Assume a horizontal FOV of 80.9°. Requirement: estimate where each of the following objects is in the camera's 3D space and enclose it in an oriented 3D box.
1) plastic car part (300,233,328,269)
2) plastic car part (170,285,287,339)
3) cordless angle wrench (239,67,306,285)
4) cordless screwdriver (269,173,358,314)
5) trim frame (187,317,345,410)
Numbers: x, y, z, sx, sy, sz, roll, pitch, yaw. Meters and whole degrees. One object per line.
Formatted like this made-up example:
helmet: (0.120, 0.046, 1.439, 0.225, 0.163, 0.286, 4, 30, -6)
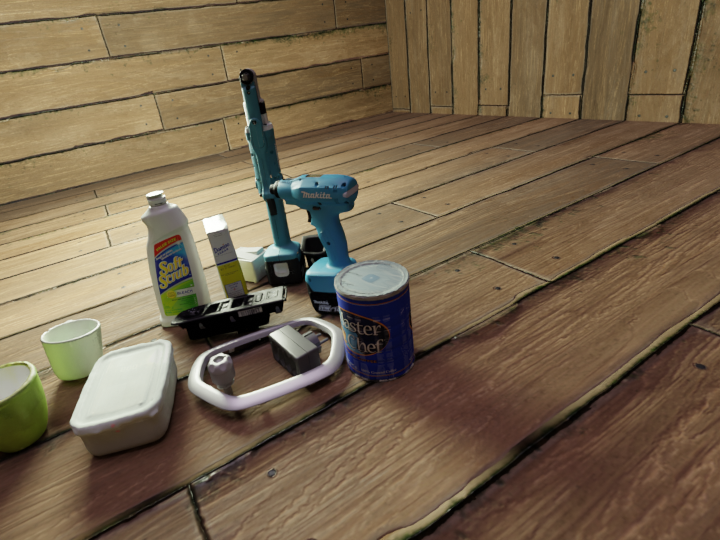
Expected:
plastic car part: (-0.093, -0.028, 0.903, 0.066, 0.069, 0.119, -7, 26, 2)
plastic car part: (-0.226, 0.078, 0.742, 0.203, 0.065, 0.068, -9, 26, 0)
cordless angle wrench: (-0.179, -0.173, 0.834, 0.075, 0.411, 0.100, -5, 24, 4)
cordless screwdriver: (-0.073, -0.048, 0.745, 0.166, 0.242, 0.073, 6, 28, 28)
trim frame: (-0.139, 0.134, 0.649, 0.243, 0.027, 0.194, -20, 29, -20)
